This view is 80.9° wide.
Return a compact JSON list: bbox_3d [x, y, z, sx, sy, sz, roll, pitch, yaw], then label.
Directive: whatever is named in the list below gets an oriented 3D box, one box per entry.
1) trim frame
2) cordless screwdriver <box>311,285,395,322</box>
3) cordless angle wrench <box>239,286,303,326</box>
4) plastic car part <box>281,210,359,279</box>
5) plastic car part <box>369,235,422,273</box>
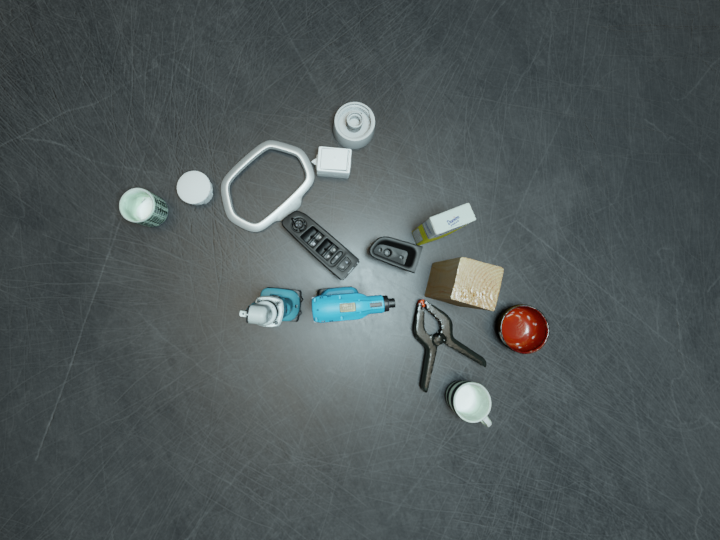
[{"bbox_3d":[-0.230,-0.208,1.042,0.248,0.027,0.185,-44,86,-4],"label":"trim frame"},{"bbox_3d":[-0.023,0.072,0.904,0.159,0.249,0.075,-5,88,-4],"label":"cordless screwdriver"},{"bbox_3d":[-0.168,0.073,0.817,0.097,0.423,0.074,6,87,-5],"label":"cordless angle wrench"},{"bbox_3d":[-0.099,-0.064,1.008,0.204,0.067,0.066,42,85,3],"label":"plastic car part"},{"bbox_3d":[0.076,-0.041,1.004,0.117,0.071,0.066,18,86,0],"label":"plastic car part"}]
